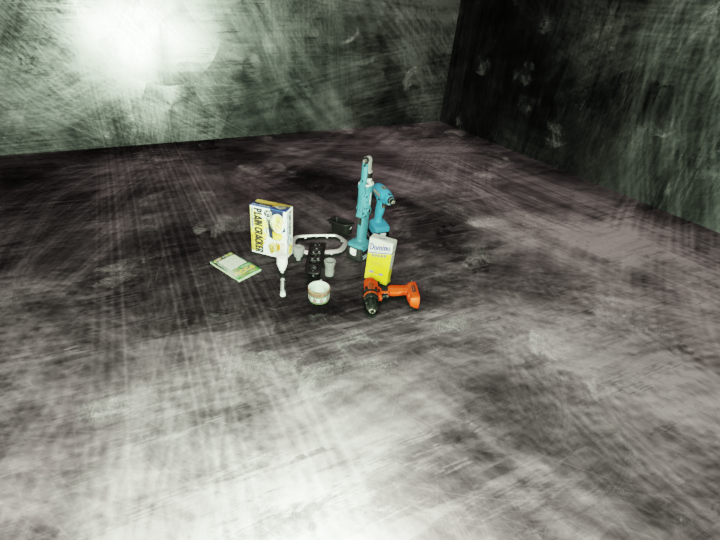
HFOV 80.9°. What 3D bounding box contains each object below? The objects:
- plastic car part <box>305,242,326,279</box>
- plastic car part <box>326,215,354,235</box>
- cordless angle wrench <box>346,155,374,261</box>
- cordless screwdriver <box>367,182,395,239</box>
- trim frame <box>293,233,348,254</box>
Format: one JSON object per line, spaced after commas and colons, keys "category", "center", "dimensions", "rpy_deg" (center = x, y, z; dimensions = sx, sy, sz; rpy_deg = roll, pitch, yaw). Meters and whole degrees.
{"category": "plastic car part", "center": [-0.173, -0.033, 1.616], "dimensions": [0.066, 0.065, 0.208], "rpy_deg": [3, 32, -1]}
{"category": "plastic car part", "center": [-0.085, -0.190, 1.864], "dimensions": [0.123, 0.069, 0.064], "rpy_deg": [25, 37, 31]}
{"category": "cordless angle wrench", "center": [0.011, -0.235, 1.623], "dimensions": [0.078, 0.412, 0.095], "rpy_deg": [24, 35, 28]}
{"category": "cordless screwdriver", "center": [0.091, -0.228, 1.774], "dimensions": [0.072, 0.242, 0.167], "rpy_deg": [-7, 33, -20]}
{"category": "trim frame", "center": [-0.174, -0.114, 1.779], "dimensions": [0.244, 0.027, 0.192], "rpy_deg": [-5, 33, -12]}
